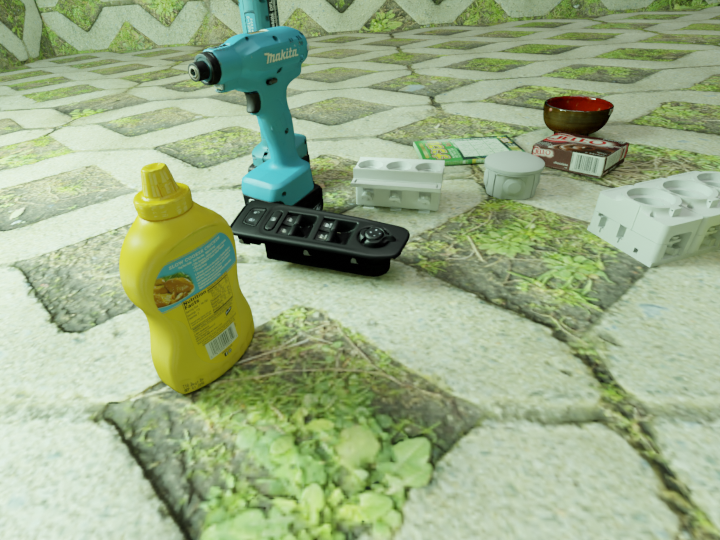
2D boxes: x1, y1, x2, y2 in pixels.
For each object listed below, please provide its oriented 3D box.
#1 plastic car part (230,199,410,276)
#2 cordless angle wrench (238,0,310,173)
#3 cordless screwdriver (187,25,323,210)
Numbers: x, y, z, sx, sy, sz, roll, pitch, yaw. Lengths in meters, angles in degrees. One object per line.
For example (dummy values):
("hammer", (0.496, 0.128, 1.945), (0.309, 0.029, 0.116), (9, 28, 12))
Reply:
("plastic car part", (-0.048, -0.031, 0.490), (0.209, 0.065, 0.066), (7, 36, 16))
("cordless angle wrench", (-0.137, -0.317, 0.605), (0.077, 0.409, 0.097), (12, 36, 19))
("cordless screwdriver", (-0.121, -0.157, 0.524), (0.078, 0.241, 0.156), (20, 40, 29))
